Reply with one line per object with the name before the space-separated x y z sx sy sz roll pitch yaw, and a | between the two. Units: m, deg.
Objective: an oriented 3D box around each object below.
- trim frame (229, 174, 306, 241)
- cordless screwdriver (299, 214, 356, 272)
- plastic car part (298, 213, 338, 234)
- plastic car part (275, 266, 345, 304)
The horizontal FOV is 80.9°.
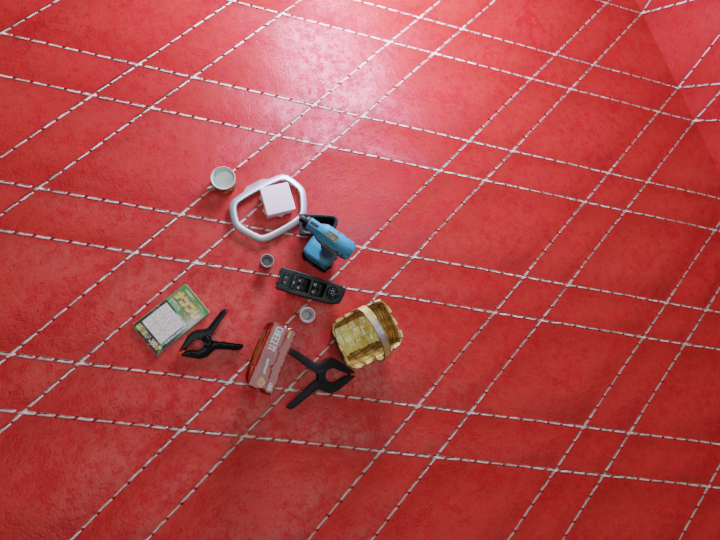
trim frame | -0.276 -0.192 1.282 0.245 0.028 0.185 -33 86 -16
cordless screwdriver | -0.115 -0.075 1.172 0.158 0.251 0.074 36 74 -6
plastic car part | -0.132 -0.132 1.274 0.114 0.071 0.067 0 80 -12
plastic car part | -0.147 0.051 1.233 0.200 0.067 0.067 16 77 -8
